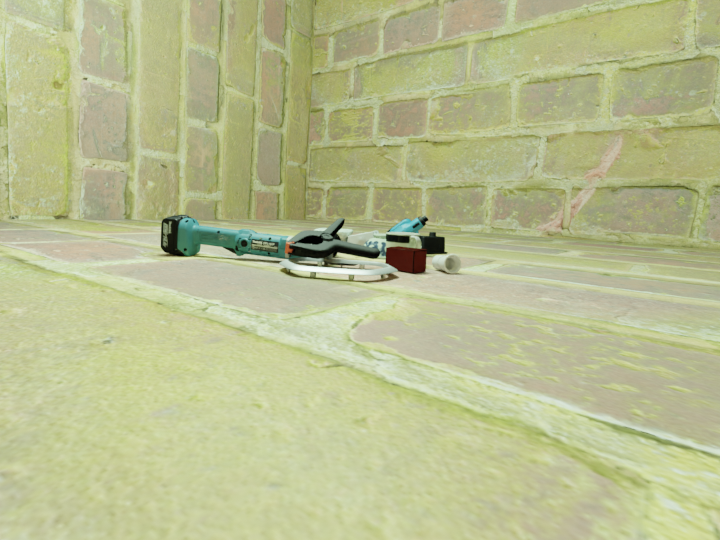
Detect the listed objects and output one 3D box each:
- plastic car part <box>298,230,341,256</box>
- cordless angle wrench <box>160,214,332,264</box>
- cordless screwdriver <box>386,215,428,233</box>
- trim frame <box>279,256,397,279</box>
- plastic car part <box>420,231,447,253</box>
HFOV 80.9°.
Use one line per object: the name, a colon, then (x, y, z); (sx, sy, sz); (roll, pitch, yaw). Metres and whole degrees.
plastic car part: (-0.120, -0.078, 1.223); (0.063, 0.066, 0.214); (10, 1, -43)
cordless angle wrench: (-0.275, -0.067, 1.027); (0.431, 0.097, 0.073); (8, 10, 10)
cordless screwdriver: (0.149, -0.127, 1.361); (0.161, 0.074, 0.245); (-35, 1, 14)
trim frame: (-0.048, -0.006, 0.885); (0.252, 0.027, 0.183); (2, 9, 7)
plastic car part: (0.225, -0.089, 1.367); (0.112, 0.070, 0.069); (-4, 11, -25)
